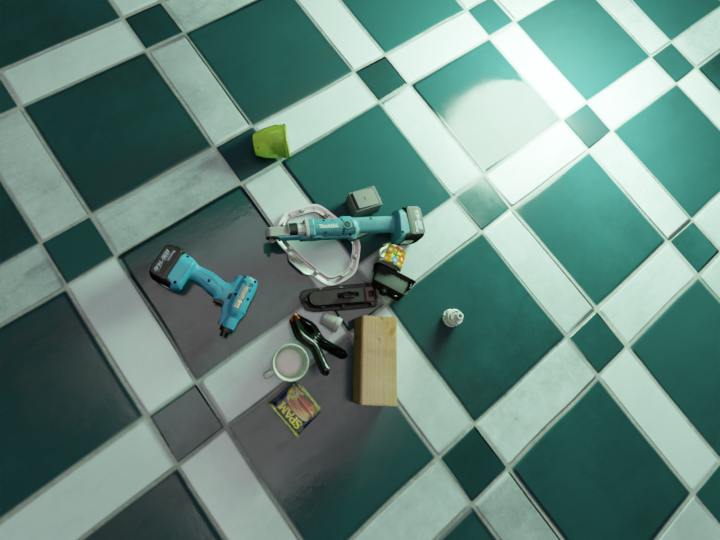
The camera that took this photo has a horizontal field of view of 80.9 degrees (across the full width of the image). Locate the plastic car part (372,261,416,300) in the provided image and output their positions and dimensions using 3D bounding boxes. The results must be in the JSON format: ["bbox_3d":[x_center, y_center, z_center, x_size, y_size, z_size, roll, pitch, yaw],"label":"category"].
[{"bbox_3d":[0.075,0.038,1.106,0.117,0.065,0.071,26,52,0],"label":"plastic car part"}]

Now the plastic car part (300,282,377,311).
[{"bbox_3d":[-0.053,0.070,1.091,0.201,0.067,0.067,-5,84,-8],"label":"plastic car part"}]

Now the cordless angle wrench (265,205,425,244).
[{"bbox_3d":[-0.040,-0.110,1.114,0.413,0.075,0.100,-5,75,-16],"label":"cordless angle wrench"}]

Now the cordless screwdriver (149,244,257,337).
[{"bbox_3d":[-0.394,0.049,1.038,0.246,0.075,0.160,25,72,-6],"label":"cordless screwdriver"}]

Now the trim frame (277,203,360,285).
[{"bbox_3d":[-0.111,-0.073,1.139,0.250,0.027,0.183,42,73,2],"label":"trim frame"}]
